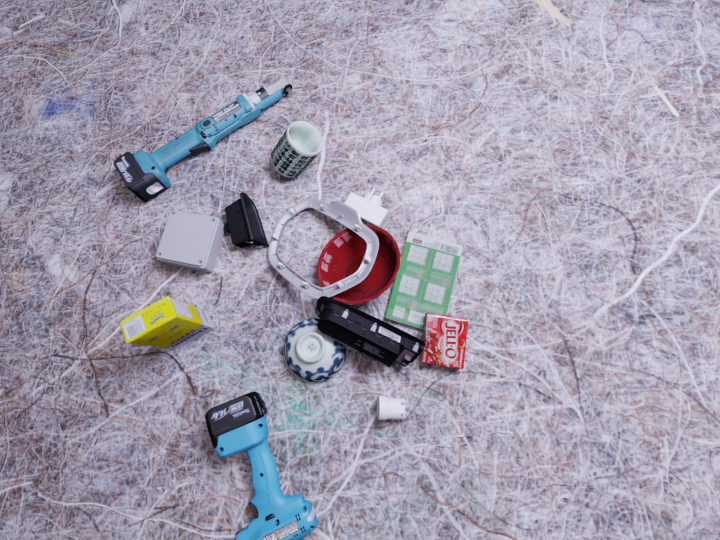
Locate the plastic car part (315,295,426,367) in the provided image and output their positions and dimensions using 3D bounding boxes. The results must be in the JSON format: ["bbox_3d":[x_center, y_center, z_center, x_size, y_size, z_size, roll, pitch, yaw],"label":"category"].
[{"bbox_3d":[0.005,0.116,0.742,0.205,0.066,0.067,29,45,4],"label":"plastic car part"}]

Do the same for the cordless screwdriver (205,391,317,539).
[{"bbox_3d":[-0.195,0.348,0.720,0.159,0.073,0.255,-27,76,-2],"label":"cordless screwdriver"}]

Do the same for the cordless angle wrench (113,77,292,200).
[{"bbox_3d":[-0.334,-0.310,0.941,0.421,0.072,0.101,-35,74,-7],"label":"cordless angle wrench"}]

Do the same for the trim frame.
[{"bbox_3d":[-0.079,-0.052,0.812,0.263,0.026,0.184,34,81,36],"label":"trim frame"}]

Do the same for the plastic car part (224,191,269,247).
[{"bbox_3d":[-0.245,-0.094,0.871,0.072,0.063,0.120,-28,69,12],"label":"plastic car part"}]
